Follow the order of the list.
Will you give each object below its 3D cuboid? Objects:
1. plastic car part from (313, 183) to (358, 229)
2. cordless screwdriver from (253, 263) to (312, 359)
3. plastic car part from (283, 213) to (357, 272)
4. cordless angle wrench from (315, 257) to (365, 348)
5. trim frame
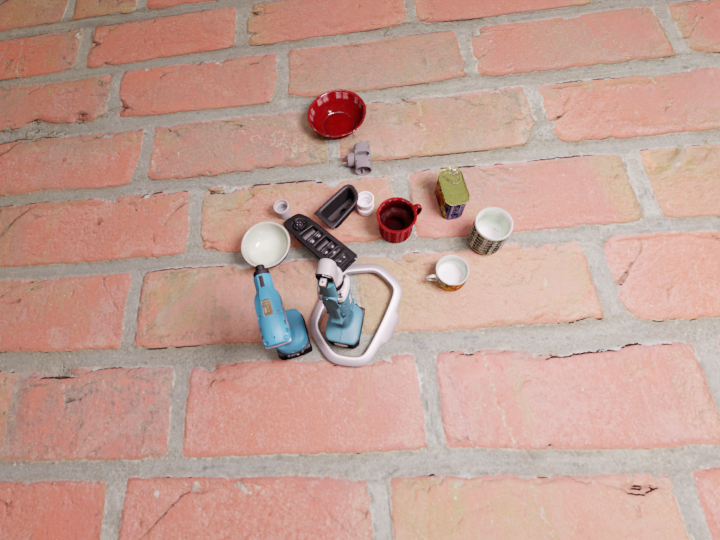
[{"bbox_3d":[-0.049,-0.150,1.049,0.068,0.069,0.116,41,78,18],"label":"plastic car part"},{"bbox_3d":[-0.166,0.095,0.873,0.074,0.241,0.164,-17,69,-3],"label":"cordless screwdriver"},{"bbox_3d":[-0.100,-0.065,1.024,0.211,0.065,0.066,40,77,20],"label":"plastic car part"},{"bbox_3d":[-0.040,0.061,0.777,0.075,0.410,0.099,9,71,6],"label":"cordless angle wrench"},{"bbox_3d":[-0.008,0.096,0.967,0.190,0.026,0.249,22,73,16],"label":"trim frame"}]
